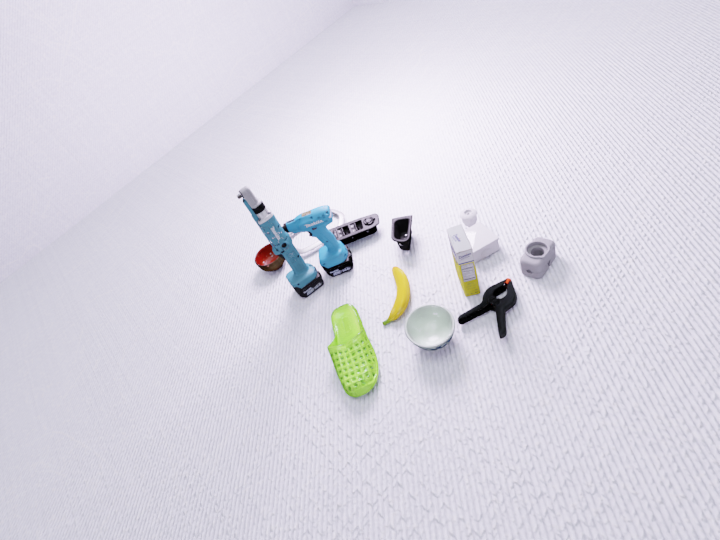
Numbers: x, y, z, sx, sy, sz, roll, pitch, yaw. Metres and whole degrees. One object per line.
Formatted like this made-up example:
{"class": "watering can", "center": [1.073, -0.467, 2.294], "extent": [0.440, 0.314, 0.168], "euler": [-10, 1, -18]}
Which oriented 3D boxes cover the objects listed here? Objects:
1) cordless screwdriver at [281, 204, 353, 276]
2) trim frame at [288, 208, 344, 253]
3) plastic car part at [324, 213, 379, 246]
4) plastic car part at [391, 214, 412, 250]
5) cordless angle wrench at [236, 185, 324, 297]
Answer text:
{"class": "cordless screwdriver", "center": [-0.127, -0.083, 1.299], "extent": [0.162, 0.236, 0.077], "euler": [-18, 42, 12]}
{"class": "trim frame", "center": [-0.167, -0.142, 1.533], "extent": [0.248, 0.026, 0.194], "euler": [-33, 42, -3]}
{"class": "plastic car part", "center": [-0.026, -0.125, 1.410], "extent": [0.204, 0.064, 0.069], "euler": [-24, 42, 7]}
{"class": "plastic car part", "center": [0.133, -0.105, 1.300], "extent": [0.068, 0.067, 0.119], "euler": [-10, 46, 20]}
{"class": "cordless angle wrench", "center": [-0.234, -0.083, 1.236], "extent": [0.097, 0.402, 0.079], "euler": [-36, 42, -9]}
